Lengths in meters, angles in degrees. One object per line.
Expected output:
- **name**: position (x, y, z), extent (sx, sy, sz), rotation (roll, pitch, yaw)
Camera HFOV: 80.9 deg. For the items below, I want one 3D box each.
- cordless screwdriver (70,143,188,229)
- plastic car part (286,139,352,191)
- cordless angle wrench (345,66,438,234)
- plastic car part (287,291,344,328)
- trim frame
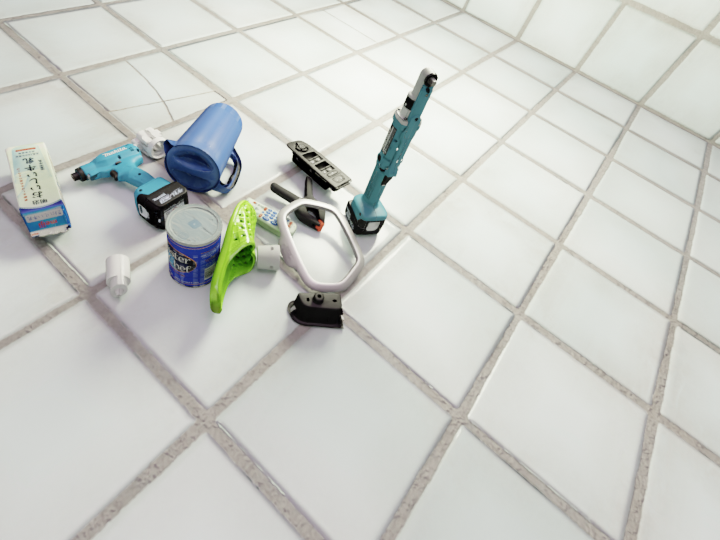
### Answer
- **cordless screwdriver**: position (-0.511, -0.186, 0.943), extent (0.258, 0.073, 0.156), rotation (37, 51, 19)
- **plastic car part**: position (-0.117, -0.275, 1.129), extent (0.065, 0.066, 0.209), rotation (-36, 72, -29)
- **cordless angle wrench**: position (0.065, -0.243, 0.923), extent (0.072, 0.418, 0.102), rotation (-4, 56, -24)
- **plastic car part**: position (-0.084, 0.072, 0.856), extent (0.113, 0.070, 0.068), rotation (7, 50, -16)
- **trim frame**: position (-0.095, -0.062, 0.967), extent (0.179, 0.027, 0.256), rotation (-17, 69, -26)
